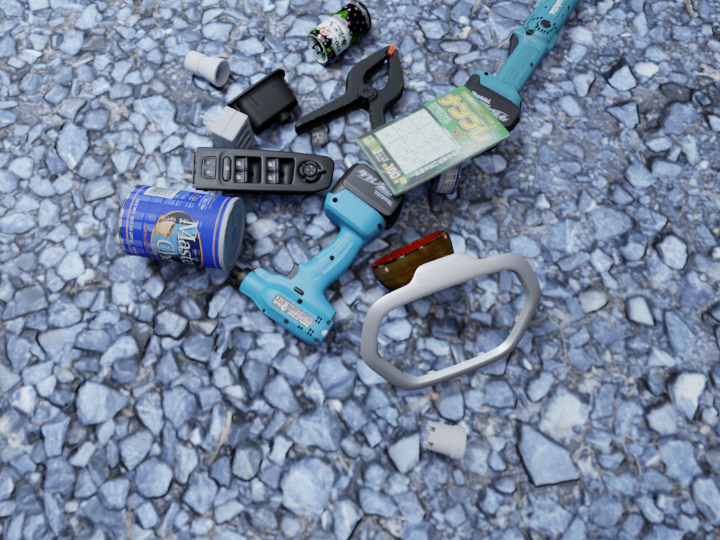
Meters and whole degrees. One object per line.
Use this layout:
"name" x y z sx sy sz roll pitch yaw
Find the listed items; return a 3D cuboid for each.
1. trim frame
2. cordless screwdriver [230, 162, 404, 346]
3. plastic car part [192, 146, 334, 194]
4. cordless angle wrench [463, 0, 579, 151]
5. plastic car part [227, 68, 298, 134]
"trim frame" 0.117 0.066 0.541 0.248 0.029 0.177 -18 118 -3
"cordless screwdriver" -0.058 -0.038 0.598 0.162 0.073 0.248 32 81 8
"plastic car part" -0.140 -0.137 0.625 0.201 0.066 0.068 -1 69 -5
"cordless angle wrench" 0.286 -0.381 0.690 0.099 0.073 0.422 33 75 6
"plastic car part" -0.145 -0.259 0.669 0.115 0.067 0.070 -38 96 -13
